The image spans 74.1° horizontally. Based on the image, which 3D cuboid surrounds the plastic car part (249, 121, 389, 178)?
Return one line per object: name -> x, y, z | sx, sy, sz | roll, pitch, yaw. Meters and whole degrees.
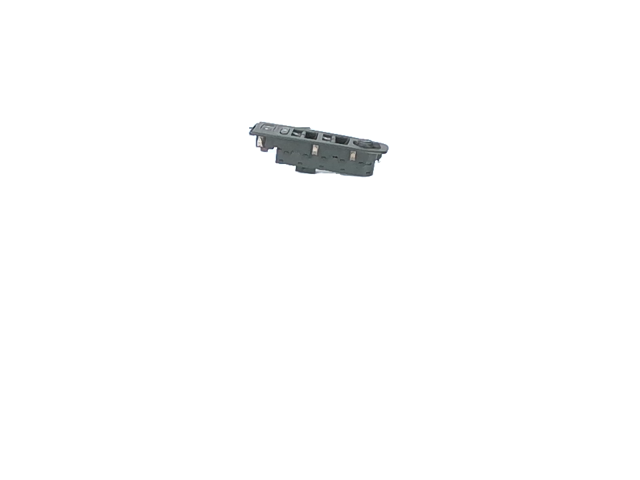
plastic car part -> -0.001, -0.129, 0.628 | 0.203, 0.067, 0.066 | 7, 21, 3
